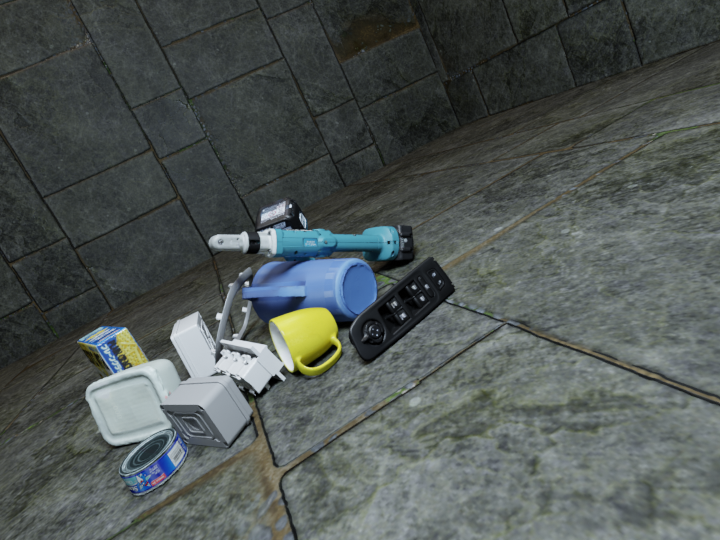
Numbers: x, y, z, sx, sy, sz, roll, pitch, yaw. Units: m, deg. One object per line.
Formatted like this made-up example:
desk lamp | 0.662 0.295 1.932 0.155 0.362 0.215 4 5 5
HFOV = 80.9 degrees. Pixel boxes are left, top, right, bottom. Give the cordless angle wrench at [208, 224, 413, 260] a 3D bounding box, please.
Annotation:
cordless angle wrench | -0.080 -0.052 0.819 0.405 0.074 0.102 -2 -1 -32

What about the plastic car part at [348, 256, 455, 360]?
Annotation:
plastic car part | 0.052 0.058 0.643 0.199 0.066 0.069 -37 8 -32

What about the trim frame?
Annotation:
trim frame | -0.252 0.094 0.846 0.027 0.182 0.252 9 15 -5

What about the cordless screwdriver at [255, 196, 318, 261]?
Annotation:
cordless screwdriver | -0.121 -0.046 0.931 0.162 0.237 0.077 -13 44 11
